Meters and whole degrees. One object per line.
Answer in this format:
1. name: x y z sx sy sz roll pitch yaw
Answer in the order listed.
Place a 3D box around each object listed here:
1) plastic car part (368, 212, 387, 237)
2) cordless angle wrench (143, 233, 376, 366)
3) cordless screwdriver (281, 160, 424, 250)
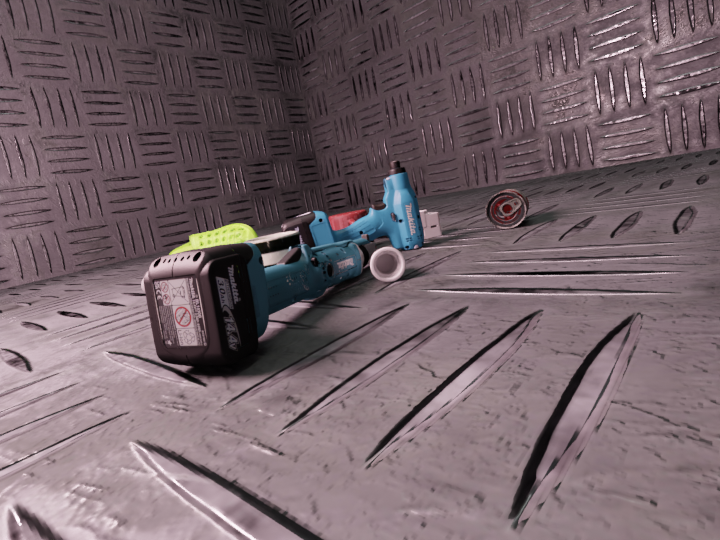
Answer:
1. plastic car part: 0.047 -0.107 1.044 0.066 0.064 0.211 -41 20 -15
2. cordless angle wrench: -0.061 0.001 0.512 0.077 0.097 0.411 -8 6 24
3. cordless screwdriver: -0.017 -0.093 0.748 0.247 0.158 0.076 -14 7 -6
